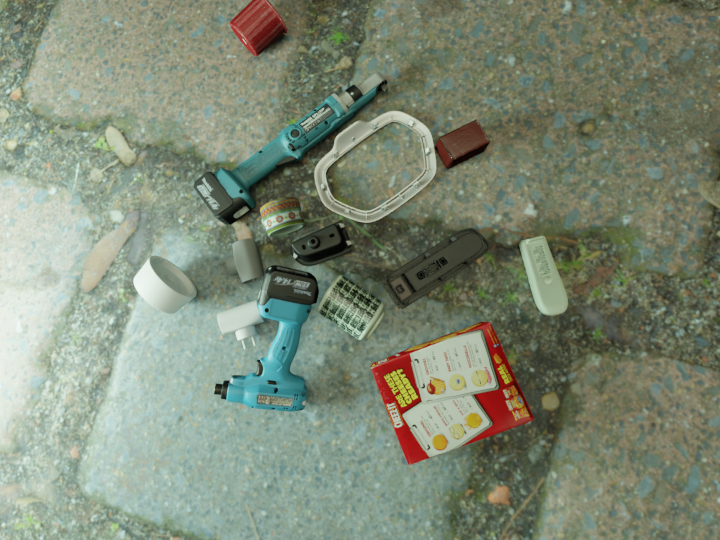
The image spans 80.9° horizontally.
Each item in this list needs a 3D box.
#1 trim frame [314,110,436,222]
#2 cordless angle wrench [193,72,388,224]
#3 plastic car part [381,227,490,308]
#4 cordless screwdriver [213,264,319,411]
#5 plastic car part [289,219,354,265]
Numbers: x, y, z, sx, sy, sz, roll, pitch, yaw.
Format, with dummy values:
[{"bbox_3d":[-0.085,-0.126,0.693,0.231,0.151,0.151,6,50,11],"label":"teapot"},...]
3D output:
[{"bbox_3d":[0.029,-0.203,0.813,0.249,0.027,0.188,-36,78,1],"label":"trim frame"},{"bbox_3d":[-0.123,-0.251,0.818,0.422,0.073,0.100,-38,81,-3],"label":"cordless angle wrench"},{"bbox_3d":[0.138,-0.013,0.755,0.202,0.065,0.068,-32,75,-3],"label":"plastic car part"},{"bbox_3d":[-0.159,0.117,0.730,0.157,0.076,0.248,8,94,-8],"label":"cordless screwdriver"},{"bbox_3d":[-0.076,-0.050,0.778,0.116,0.070,0.067,-21,81,-2],"label":"plastic car part"}]
